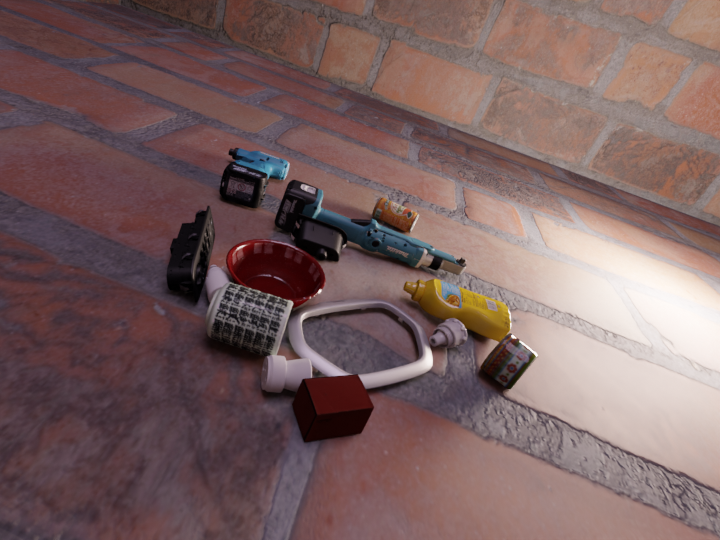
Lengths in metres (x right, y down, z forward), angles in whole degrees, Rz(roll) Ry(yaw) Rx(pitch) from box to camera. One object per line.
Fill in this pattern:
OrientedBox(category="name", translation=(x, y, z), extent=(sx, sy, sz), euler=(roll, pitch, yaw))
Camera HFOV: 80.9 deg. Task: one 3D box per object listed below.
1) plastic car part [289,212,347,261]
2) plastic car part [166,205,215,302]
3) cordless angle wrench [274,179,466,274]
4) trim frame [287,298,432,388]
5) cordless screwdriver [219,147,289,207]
OrientedBox(category="plastic car part", translation=(-0.082, -0.053, 0.835), extent=(0.115, 0.065, 0.072), euler=(19, 45, -8))
OrientedBox(category="plastic car part", translation=(-0.273, -0.031, 0.681), extent=(0.065, 0.065, 0.212), euler=(0, 35, -16))
OrientedBox(category="cordless angle wrench", translation=(0.030, -0.071, 0.901), extent=(0.417, 0.097, 0.076), euler=(20, 30, -7))
OrientedBox(category="trim frame", translation=(0.003, 0.103, 0.656), extent=(0.238, 0.027, 0.194), euler=(-7, 40, -34))
OrientedBox(category="cordless screwdriver", translation=(-0.270, -0.237, 1.004), extent=(0.159, 0.073, 0.252), euler=(18, 27, -3))
